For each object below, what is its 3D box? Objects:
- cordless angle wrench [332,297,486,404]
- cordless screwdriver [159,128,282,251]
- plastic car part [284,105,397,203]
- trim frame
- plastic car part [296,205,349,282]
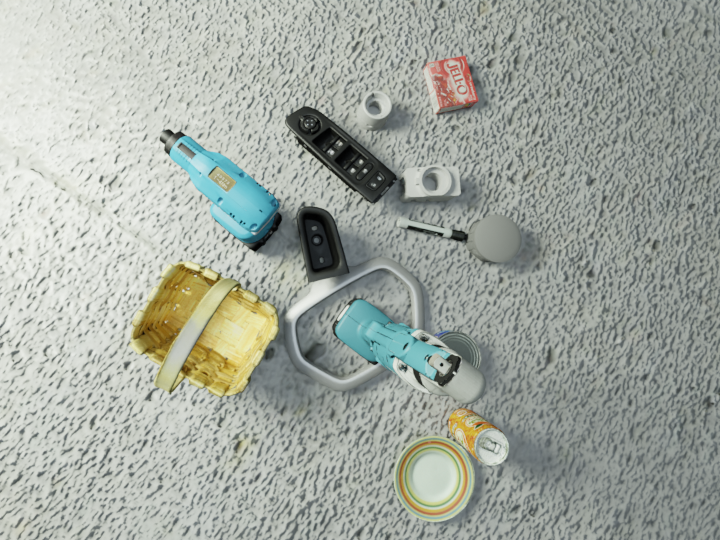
[{"bbox_3d":[0.040,0.089,0.499,0.097,0.426,0.074,38,82,-6],"label":"cordless angle wrench"},{"bbox_3d":[-0.185,-0.104,0.591,0.159,0.250,0.074,40,82,-4],"label":"cordless screwdriver"},{"bbox_3d":[-0.037,-0.193,0.703,0.203,0.067,0.066,43,82,0],"label":"plastic car part"},{"bbox_3d":[-0.006,0.083,0.696,0.247,0.027,0.185,-31,87,-7],"label":"trim frame"},{"bbox_3d":[-0.067,-0.044,0.683,0.065,0.071,0.117,-13,86,-8],"label":"plastic car part"}]
